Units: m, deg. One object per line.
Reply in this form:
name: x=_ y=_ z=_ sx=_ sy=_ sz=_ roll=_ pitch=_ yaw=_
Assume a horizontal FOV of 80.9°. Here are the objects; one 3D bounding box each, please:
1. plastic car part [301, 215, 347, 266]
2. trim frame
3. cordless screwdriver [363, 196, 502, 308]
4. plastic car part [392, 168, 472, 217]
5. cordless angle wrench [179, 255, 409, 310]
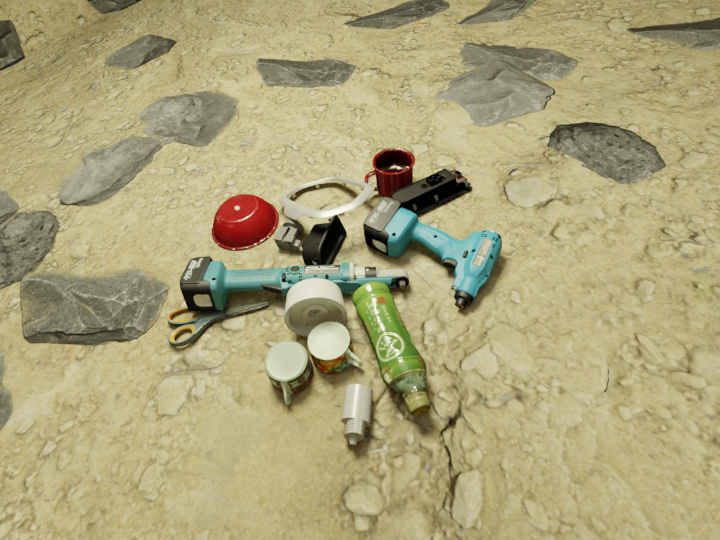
plastic car part: x=-0.085 y=-0.056 z=0.873 sx=0.074 sy=0.062 sz=0.117 roll=5 pitch=54 yaw=33
trim frame: x=-0.080 y=-0.161 z=0.927 sx=0.180 sy=0.026 sz=0.263 roll=-30 pitch=34 yaw=-24
cordless screwdriver: x=0.121 y=-0.037 z=0.803 sx=0.259 sy=0.071 sz=0.159 roll=22 pitch=66 yaw=22
plastic car part: x=0.144 y=-0.170 z=0.916 sx=0.201 sy=0.064 sz=0.069 roll=-28 pitch=59 yaw=-9
cordless angle wrench: x=-0.123 y=0.019 z=0.805 sx=0.427 sy=0.072 sz=0.100 roll=-2 pitch=37 yaw=5
